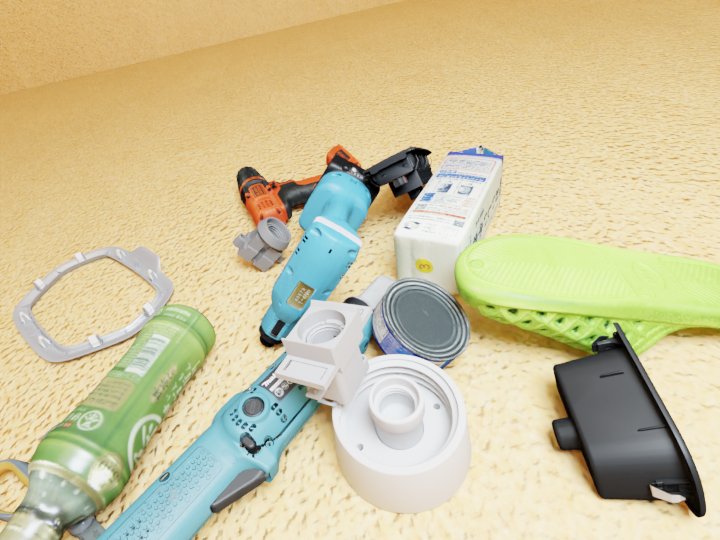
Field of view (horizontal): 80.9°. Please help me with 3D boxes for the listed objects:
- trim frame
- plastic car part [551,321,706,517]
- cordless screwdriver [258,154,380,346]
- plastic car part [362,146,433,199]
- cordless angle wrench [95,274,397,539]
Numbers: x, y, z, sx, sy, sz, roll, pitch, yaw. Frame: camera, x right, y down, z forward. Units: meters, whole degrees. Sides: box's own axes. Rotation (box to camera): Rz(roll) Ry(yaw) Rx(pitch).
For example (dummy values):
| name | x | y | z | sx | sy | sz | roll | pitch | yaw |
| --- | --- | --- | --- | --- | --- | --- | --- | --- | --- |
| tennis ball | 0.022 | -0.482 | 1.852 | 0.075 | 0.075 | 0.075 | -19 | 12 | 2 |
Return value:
| name | x | y | z | sx | sy | sz | roll | pitch | yaw |
| --- | --- | --- | --- | --- | --- | --- | --- | --- | --- |
| trim frame | -0.359 | 0.030 | 0.568 | 0.262 | 0.026 | 0.181 | 21 | 48 | 37 |
| plastic car part | 0.177 | 0.108 | 0.306 | 0.073 | 0.063 | 0.119 | -15 | 39 | 20 |
| cordless screwdriver | -0.048 | -0.032 | 0.496 | 0.073 | 0.159 | 0.252 | 30 | 30 | -11 |
| plastic car part | 0.069 | -0.133 | 0.575 | 0.067 | 0.066 | 0.201 | -32 | 7 | 22 |
| cordless angle wrench | -0.083 | 0.126 | 0.338 | 0.102 | 0.072 | 0.417 | 24 | 46 | 25 |
